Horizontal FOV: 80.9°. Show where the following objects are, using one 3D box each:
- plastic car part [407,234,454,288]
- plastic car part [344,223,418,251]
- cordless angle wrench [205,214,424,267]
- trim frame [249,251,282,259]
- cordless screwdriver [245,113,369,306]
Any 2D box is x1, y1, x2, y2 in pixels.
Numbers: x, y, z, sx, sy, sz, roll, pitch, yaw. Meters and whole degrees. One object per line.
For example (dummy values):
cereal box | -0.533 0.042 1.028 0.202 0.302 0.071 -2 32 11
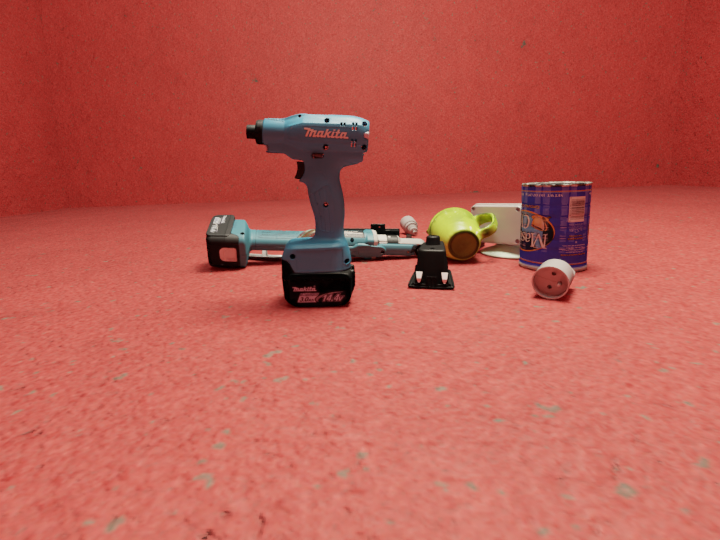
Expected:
plastic car part | 0.112 -0.018 0.658 0.067 0.070 0.116 2 16 12
plastic car part | 0.020 -0.067 0.908 0.207 0.066 0.066 -2 18 14
cordless angle wrench | -0.081 -0.053 0.829 0.421 0.072 0.101 1 34 -3
trim frame | -0.201 -0.053 0.956 0.259 0.027 0.179 3 13 27
cordless screwdriver | -0.075 -0.080 0.565 0.160 0.246 0.075 4 10 1
